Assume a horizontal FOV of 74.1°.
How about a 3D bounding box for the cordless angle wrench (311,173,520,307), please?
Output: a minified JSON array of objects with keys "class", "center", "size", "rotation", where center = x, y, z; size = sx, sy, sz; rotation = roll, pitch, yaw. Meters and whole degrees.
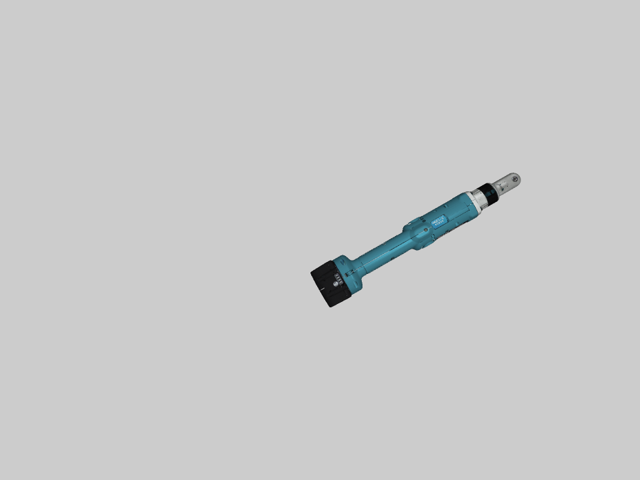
[{"class":"cordless angle wrench","center":[0.183,-0.012,0.782],"size":[0.423,0.074,0.098],"rotation":[-30,-6,-1]}]
